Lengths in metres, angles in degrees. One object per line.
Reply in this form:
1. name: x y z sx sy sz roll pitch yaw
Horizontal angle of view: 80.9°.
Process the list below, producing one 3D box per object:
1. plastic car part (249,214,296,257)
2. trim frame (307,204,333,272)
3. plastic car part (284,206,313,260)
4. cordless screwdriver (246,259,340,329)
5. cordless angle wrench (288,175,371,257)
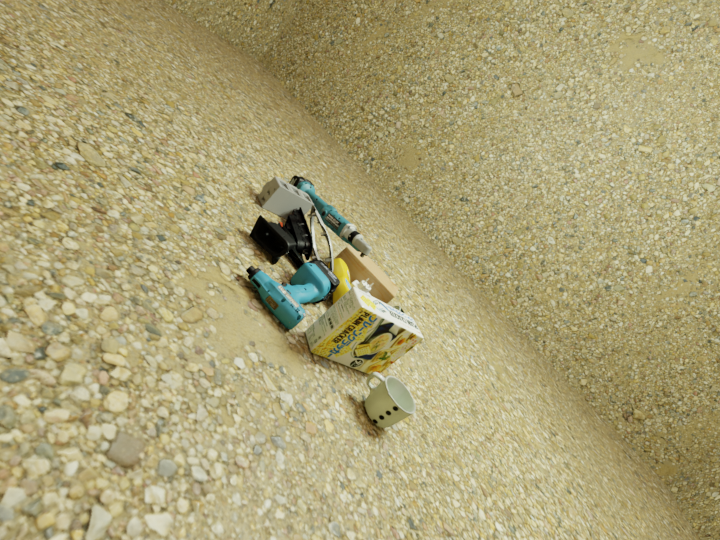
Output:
1. plastic car part: -0.209 -0.081 1.059 0.121 0.066 0.068 39 25 18
2. trim frame: -0.114 -0.075 1.171 0.027 0.179 0.260 -5 39 -16
3. plastic car part: -0.183 -0.112 1.237 0.064 0.066 0.213 13 33 -35
4. cordless screwdriver: -0.153 0.030 0.979 0.162 0.075 0.244 45 22 6
5. cordless angle wrench: -0.101 -0.172 1.333 0.070 0.098 0.447 18 19 -48
